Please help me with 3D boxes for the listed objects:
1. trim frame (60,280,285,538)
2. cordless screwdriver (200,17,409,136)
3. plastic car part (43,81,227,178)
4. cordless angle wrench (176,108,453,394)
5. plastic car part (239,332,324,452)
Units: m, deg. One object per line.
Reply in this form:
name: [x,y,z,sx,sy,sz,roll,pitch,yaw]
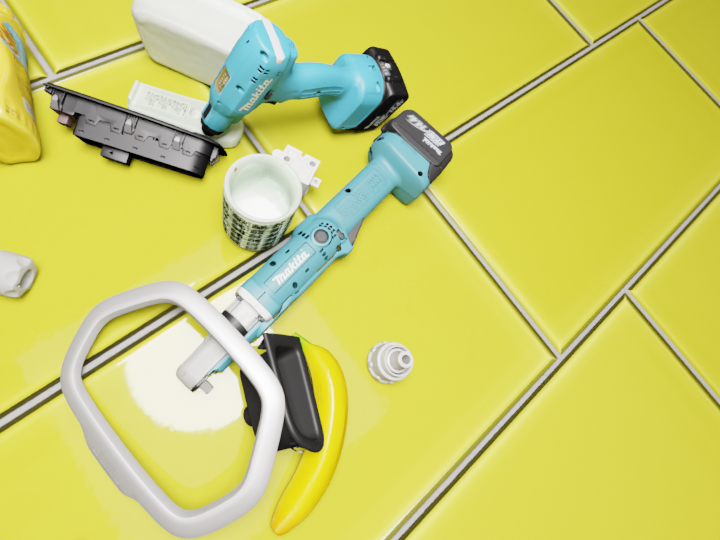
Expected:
trim frame: [-0.183,0.123,0.404,0.255,0.027,0.184,41,85,13]
cordless screwdriver: [-0.068,-0.214,0.522,0.239,0.163,0.075,-16,82,-44]
plastic car part: [-0.260,-0.155,0.495,0.199,0.067,0.067,13,80,-10]
cordless angle wrench: [-0.049,-0.032,0.502,0.098,0.074,0.420,42,69,1]
plastic car part: [-0.089,0.131,0.431,0.072,0.062,0.120,-26,66,21]
